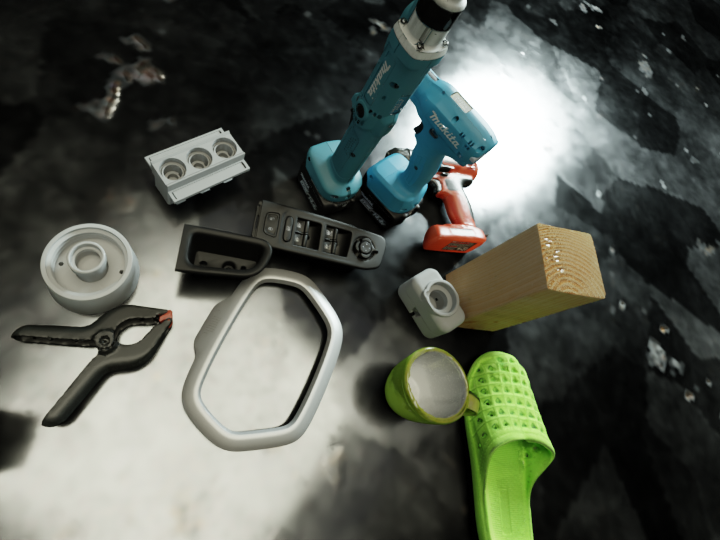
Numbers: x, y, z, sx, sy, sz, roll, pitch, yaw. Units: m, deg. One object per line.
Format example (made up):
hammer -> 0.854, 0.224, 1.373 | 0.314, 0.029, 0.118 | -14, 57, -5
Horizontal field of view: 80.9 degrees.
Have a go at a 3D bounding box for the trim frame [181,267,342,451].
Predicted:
trim frame -> -0.124, 0.109, 0.560 | 0.182, 0.028, 0.250 | 27, 61, -6

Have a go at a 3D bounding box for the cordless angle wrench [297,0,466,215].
cordless angle wrench -> 0.020, -0.201, 0.518 | 0.072, 0.426, 0.100 | -20, 80, -28

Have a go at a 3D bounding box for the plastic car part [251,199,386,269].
plastic car part -> -0.061, -0.040, 0.624 | 0.198, 0.067, 0.068 | 12, 65, -14

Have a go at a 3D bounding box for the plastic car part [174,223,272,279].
plastic car part -> -0.183, -0.012, 0.568 | 0.113, 0.071, 0.067 | 10, 66, -16

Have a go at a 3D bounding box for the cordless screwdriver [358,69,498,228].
cordless screwdriver -> 0.068, -0.174, 0.623 | 0.073, 0.251, 0.161 | -34, 85, -30
